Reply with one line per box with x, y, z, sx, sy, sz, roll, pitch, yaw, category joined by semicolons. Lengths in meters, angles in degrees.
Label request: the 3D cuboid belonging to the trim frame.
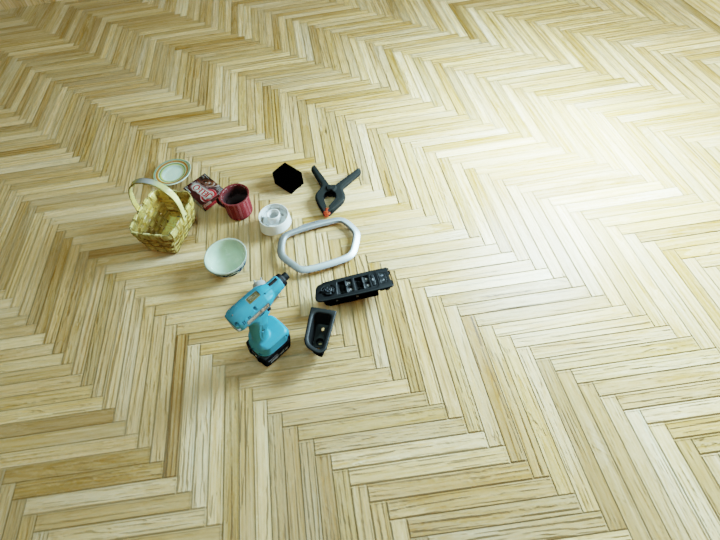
-0.120;-0.078;1.225;0.246;0.026;0.192;-19;56;-7;trim frame

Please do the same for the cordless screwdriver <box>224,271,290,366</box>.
-0.211;0.113;0.975;0.078;0.240;0.157;37;65;23;cordless screwdriver

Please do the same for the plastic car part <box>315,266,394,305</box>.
-0.019;0.049;1.103;0.203;0.064;0.069;-11;56;-1;plastic car part

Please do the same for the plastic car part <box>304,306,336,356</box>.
-0.100;0.159;1.035;0.067;0.068;0.119;6;57;8;plastic car part
